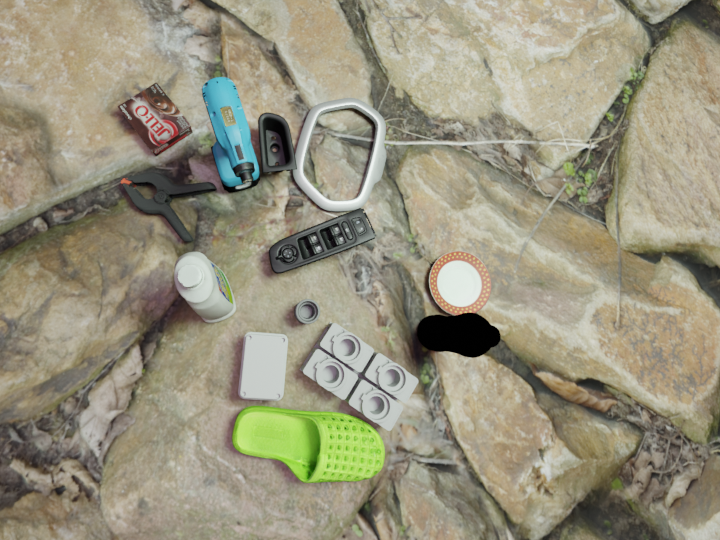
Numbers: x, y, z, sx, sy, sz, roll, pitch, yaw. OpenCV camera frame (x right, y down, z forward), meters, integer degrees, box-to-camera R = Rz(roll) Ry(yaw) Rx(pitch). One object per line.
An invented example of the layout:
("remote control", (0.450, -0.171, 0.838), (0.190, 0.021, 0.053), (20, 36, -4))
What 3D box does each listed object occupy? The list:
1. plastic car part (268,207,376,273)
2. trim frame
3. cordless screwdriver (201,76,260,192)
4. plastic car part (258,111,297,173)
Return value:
("plastic car part", (-0.078, -0.051, 0.801), (0.200, 0.067, 0.067), (-22, 86, -11))
("trim frame", (-0.037, -0.238, 0.862), (0.183, 0.027, 0.250), (14, 78, -4))
("cordless screwdriver", (-0.210, -0.192, 0.718), (0.073, 0.250, 0.161), (-17, 86, -14))
("plastic car part", (-0.166, -0.239, 0.823), (0.065, 0.071, 0.118), (-8, 82, -11))
